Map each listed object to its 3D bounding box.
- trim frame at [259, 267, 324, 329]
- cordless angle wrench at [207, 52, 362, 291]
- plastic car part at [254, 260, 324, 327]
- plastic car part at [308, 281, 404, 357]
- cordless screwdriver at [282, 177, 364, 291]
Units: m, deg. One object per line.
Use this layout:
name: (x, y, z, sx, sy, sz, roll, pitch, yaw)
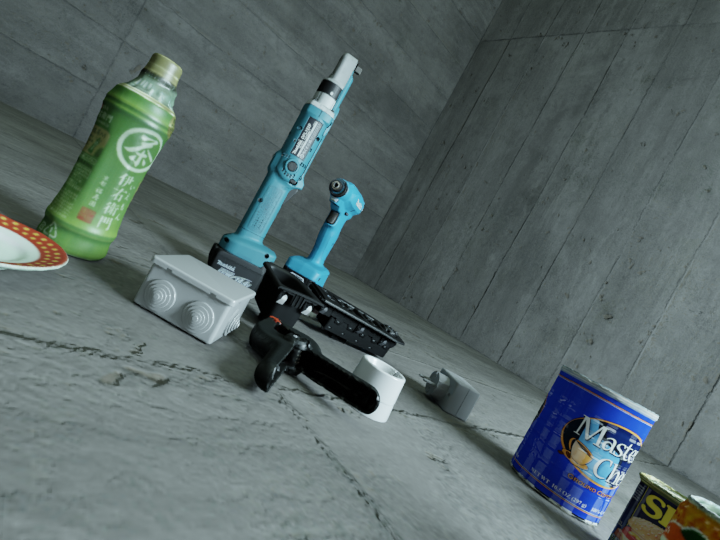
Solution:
trim frame: (-0.124, 0.050, 0.800, 0.176, 0.027, 0.260, 28, 1, -28)
cordless angle wrench: (-0.118, -0.170, 0.701, 0.094, 0.423, 0.077, 28, 1, -21)
plastic car part: (-0.108, 0.039, 0.555, 0.063, 0.071, 0.122, 28, 1, -29)
plastic car part: (-0.008, 0.093, 0.696, 0.193, 0.067, 0.069, 28, 1, -29)
cordless screwdriver: (-0.076, -0.049, 0.772, 0.076, 0.248, 0.155, 29, 1, 11)
